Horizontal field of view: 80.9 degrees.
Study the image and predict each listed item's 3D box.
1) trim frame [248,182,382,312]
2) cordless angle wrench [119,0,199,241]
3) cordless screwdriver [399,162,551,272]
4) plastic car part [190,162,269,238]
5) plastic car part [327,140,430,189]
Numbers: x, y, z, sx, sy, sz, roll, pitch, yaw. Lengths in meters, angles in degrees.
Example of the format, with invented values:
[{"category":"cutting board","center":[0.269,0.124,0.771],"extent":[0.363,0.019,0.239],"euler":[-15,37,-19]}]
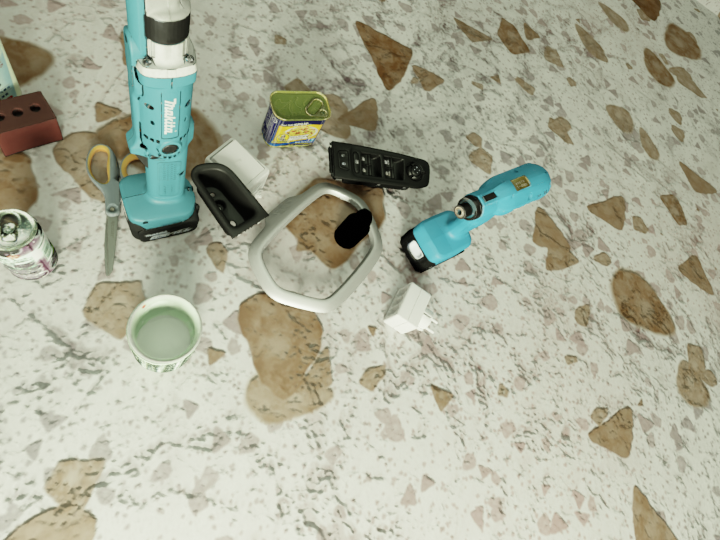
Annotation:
[{"category":"trim frame","center":[-0.066,-0.043,0.677],"extent":[0.184,0.028,0.246],"euler":[41,60,0]},{"category":"cordless angle wrench","center":[-0.208,-0.147,0.440],"extent":[0.095,0.428,0.076],"euler":[-17,79,-29]},{"category":"cordless screwdriver","center":[0.143,-0.067,0.637],"extent":[0.155,0.251,0.075],"euler":[-23,82,-29]},{"category":"plastic car part","center":[-0.201,-0.099,0.626],"extent":[0.065,0.071,0.118],"euler":[-37,85,-30]},{"category":"plastic car part","center":[0.031,-0.173,0.747],"extent":[0.197,0.067,0.068],"euler":[1,69,-21]}]
